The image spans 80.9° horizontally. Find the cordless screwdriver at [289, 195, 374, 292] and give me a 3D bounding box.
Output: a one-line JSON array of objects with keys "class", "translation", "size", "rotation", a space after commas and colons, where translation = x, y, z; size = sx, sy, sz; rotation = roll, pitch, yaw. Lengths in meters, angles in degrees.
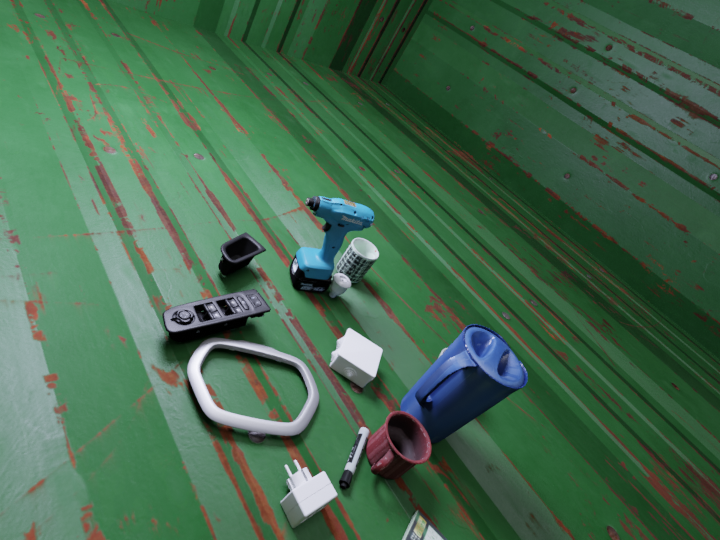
[{"class": "cordless screwdriver", "translation": [-0.094, -0.062, 0.966], "size": [0.152, 0.249, 0.078], "rotation": [14, 38, -29]}]

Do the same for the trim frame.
[{"class": "trim frame", "translation": [-0.184, 0.198, 0.748], "size": [0.239, 0.027, 0.191], "rotation": [17, 35, -22]}]

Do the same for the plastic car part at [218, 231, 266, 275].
[{"class": "plastic car part", "translation": [-0.276, -0.027, 0.936], "size": [0.067, 0.071, 0.114], "rotation": [38, 33, 7]}]

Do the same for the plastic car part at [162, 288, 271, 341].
[{"class": "plastic car part", "translation": [-0.273, 0.086, 0.789], "size": [0.194, 0.067, 0.069], "rotation": [-8, 51, -45]}]
